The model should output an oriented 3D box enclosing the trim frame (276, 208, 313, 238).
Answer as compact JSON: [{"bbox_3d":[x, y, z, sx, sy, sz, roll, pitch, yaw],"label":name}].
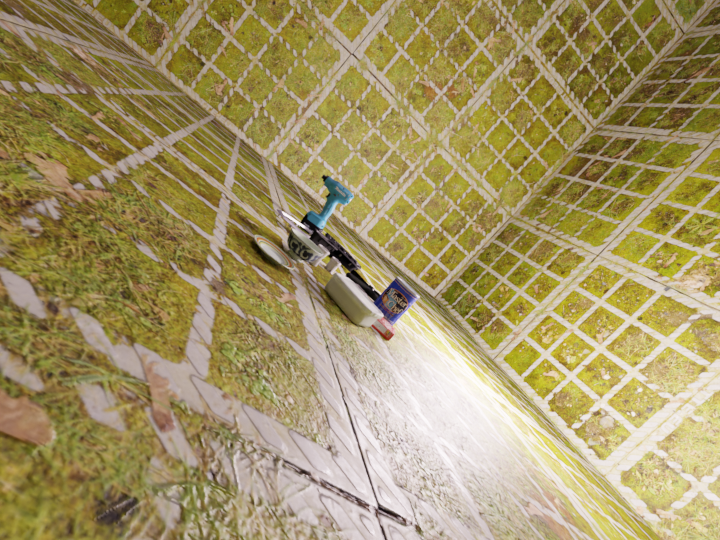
[{"bbox_3d":[-0.238,-0.164,1.650,0.194,0.027,0.235,46,9,33],"label":"trim frame"}]

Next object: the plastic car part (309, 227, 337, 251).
[{"bbox_3d":[-0.151,-0.099,1.546,0.110,0.071,0.069,36,10,-35],"label":"plastic car part"}]

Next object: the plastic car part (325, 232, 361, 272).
[{"bbox_3d":[-0.079,-0.061,1.697,0.199,0.067,0.067,40,8,-10],"label":"plastic car part"}]

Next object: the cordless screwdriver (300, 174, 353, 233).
[{"bbox_3d":[-0.165,-0.274,1.795,0.160,0.249,0.074,42,8,2],"label":"cordless screwdriver"}]
